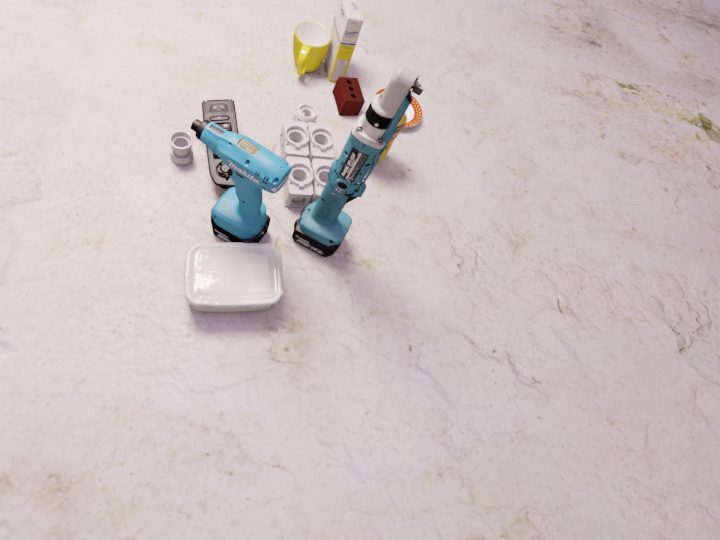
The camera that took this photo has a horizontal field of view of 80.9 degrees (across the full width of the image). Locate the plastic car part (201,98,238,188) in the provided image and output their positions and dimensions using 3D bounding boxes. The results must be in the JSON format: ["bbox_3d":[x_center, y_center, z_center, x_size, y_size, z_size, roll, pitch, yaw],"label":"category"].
[{"bbox_3d":[-0.278,-0.246,0.848,0.064,0.067,0.209,-5,66,-21],"label":"plastic car part"}]

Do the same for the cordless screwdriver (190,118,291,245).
[{"bbox_3d":[-0.212,-0.136,0.707,0.159,0.249,0.074,34,60,-3],"label":"cordless screwdriver"}]

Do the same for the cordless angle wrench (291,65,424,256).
[{"bbox_3d":[-0.018,-0.150,0.670,0.097,0.424,0.075,30,60,-6],"label":"cordless angle wrench"}]
